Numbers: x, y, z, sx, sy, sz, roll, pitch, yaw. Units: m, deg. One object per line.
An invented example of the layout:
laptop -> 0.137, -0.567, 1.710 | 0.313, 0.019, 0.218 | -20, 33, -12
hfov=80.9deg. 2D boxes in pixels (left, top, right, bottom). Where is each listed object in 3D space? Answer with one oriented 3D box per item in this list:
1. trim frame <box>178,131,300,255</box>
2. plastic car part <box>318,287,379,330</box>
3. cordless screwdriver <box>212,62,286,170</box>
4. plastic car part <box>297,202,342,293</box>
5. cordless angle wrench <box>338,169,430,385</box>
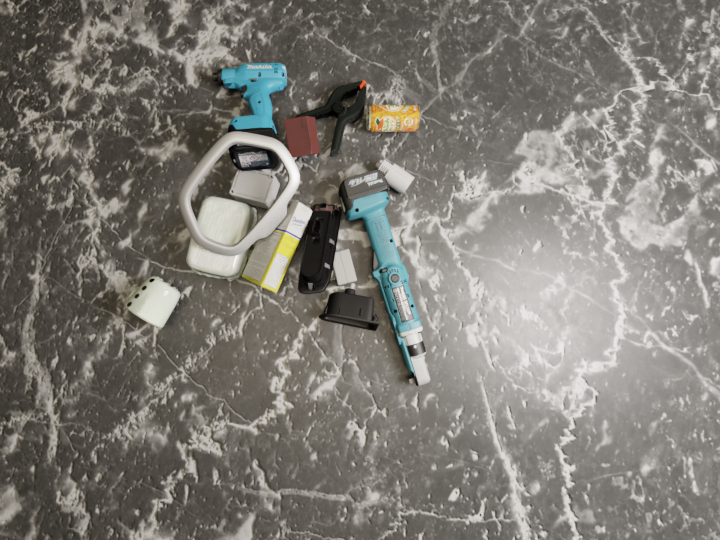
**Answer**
trim frame -> -0.226, -0.140, 0.787 | 0.181, 0.028, 0.249 | 40, 98, -8
plastic car part -> -0.018, 0.072, 0.835 | 0.118, 0.064, 0.072 | 13, 68, 5
cordless screwdriver -> -0.234, -0.325, 0.864 | 0.159, 0.072, 0.255 | -2, 65, 0
plastic car part -> -0.080, -0.052, 0.813 | 0.067, 0.065, 0.207 | 5, 64, 3
cordless angle wrench -> 0.061, 0.015, 0.834 | 0.098, 0.074, 0.427 | -17, 84, -3
